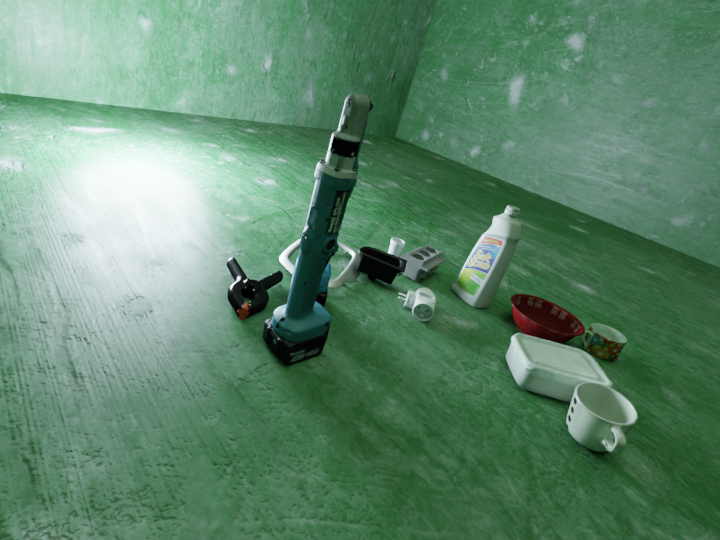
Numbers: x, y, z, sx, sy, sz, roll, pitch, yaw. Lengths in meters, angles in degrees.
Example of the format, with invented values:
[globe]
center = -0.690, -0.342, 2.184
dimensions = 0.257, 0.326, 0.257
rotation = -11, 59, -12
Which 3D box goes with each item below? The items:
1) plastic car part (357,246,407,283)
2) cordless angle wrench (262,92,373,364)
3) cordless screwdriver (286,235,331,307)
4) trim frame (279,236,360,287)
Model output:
[plastic car part]
center = 0.044, -0.006, 1.009
dimensions = 0.119, 0.070, 0.066
rotation = 19, 25, 8
[cordless angle wrench]
center = -0.060, -0.049, 0.637
dimensions = 0.094, 0.417, 0.079
rotation = -7, 34, -43
[cordless screwdriver]
center = -0.081, -0.053, 0.833
dimensions = 0.073, 0.245, 0.163
rotation = 13, 25, -9
[trim frame]
center = -0.090, -0.023, 1.020
dimensions = 0.188, 0.027, 0.247
rotation = 19, 26, 10
